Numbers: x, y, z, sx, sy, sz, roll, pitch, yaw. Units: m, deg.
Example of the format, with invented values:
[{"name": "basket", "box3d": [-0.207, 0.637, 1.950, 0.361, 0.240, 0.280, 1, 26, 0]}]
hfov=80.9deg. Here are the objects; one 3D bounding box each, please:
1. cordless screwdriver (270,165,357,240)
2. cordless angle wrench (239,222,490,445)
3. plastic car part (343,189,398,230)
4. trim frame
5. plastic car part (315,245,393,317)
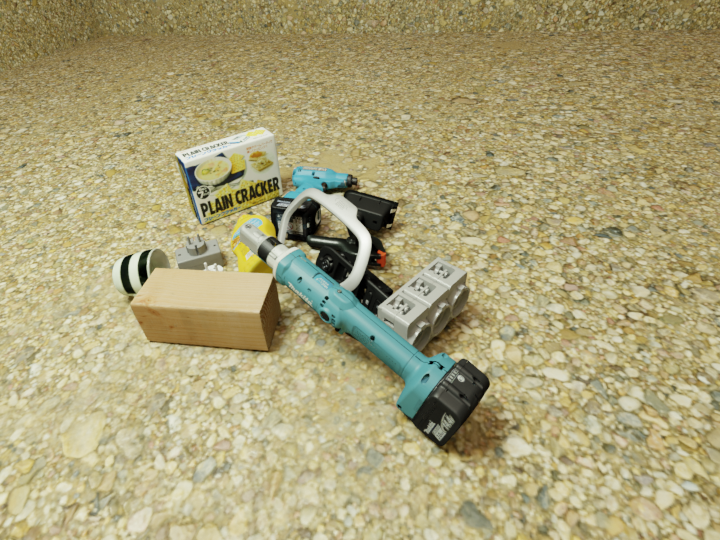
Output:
[{"name": "cordless screwdriver", "box3d": [-0.101, -0.164, 0.953, 0.162, 0.072, 0.252, 5, 37, 9]}, {"name": "cordless angle wrench", "box3d": [-0.032, 0.053, 0.598, 0.442, 0.096, 0.073, 38, 50, 24]}, {"name": "plastic car part", "box3d": [0.009, -0.117, 0.865, 0.119, 0.064, 0.071, 18, 35, 10]}, {"name": "trim frame", "box3d": [-0.074, -0.048, 0.758, 0.026, 0.184, 0.263, 18, 19, -46]}, {"name": "plastic car part", "box3d": [-0.004, 0.018, 0.733, 0.065, 0.065, 0.215, -17, 40, -37]}]
